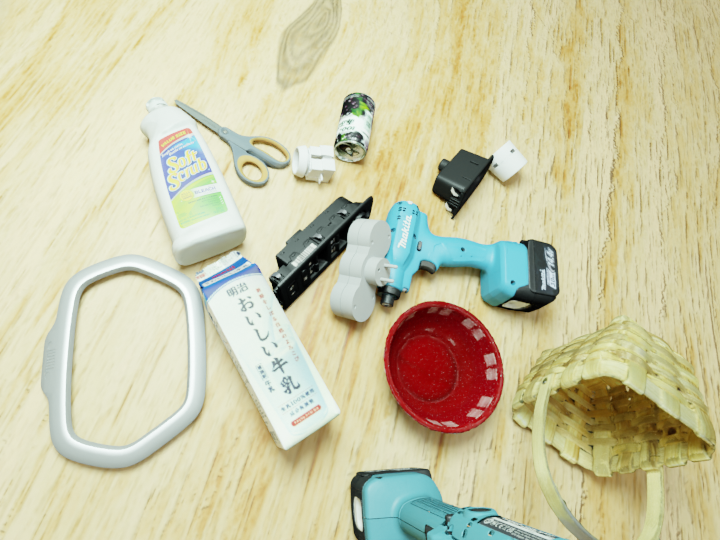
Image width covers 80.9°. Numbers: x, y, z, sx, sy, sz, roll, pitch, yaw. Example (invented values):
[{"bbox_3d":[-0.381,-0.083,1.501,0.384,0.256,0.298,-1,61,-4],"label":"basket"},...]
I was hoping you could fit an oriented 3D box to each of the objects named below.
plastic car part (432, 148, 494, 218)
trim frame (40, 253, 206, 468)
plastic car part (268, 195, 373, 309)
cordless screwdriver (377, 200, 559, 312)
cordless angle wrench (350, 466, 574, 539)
[{"bbox_3d":[0.157,-0.154,0.687,0.073,0.064,0.116,30,61,14],"label":"plastic car part"},{"bbox_3d":[-0.280,0.097,0.504,0.180,0.027,0.254,-5,70,-15],"label":"trim frame"},{"bbox_3d":[-0.058,-0.038,0.593,0.070,0.064,0.201,34,64,29],"label":"plastic car part"},{"bbox_3d":[0.147,0.004,0.608,0.248,0.073,0.161,16,66,-1],"label":"cordless screwdriver"},{"bbox_3d":[0.091,0.208,0.313,0.096,0.423,0.076,2,70,-16],"label":"cordless angle wrench"}]
